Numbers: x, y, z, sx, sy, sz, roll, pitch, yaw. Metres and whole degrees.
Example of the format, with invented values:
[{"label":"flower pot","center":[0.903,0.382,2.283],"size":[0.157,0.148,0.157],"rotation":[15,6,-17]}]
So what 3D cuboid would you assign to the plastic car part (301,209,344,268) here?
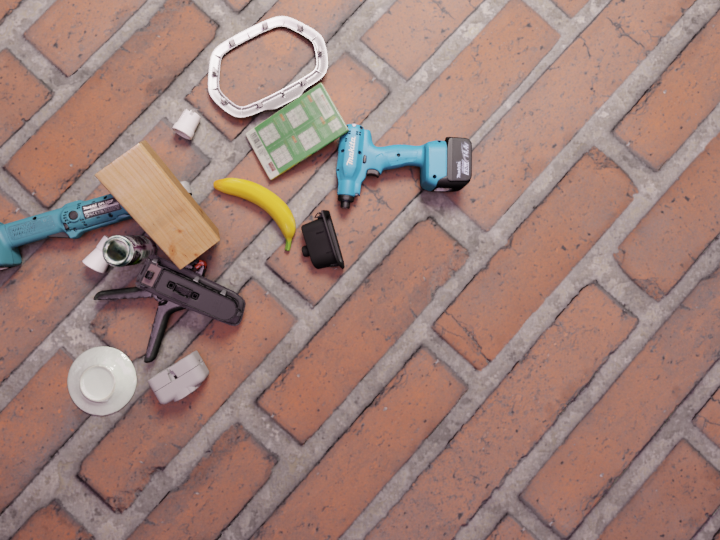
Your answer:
[{"label":"plastic car part","center":[-0.079,-0.052,0.806],"size":[0.072,0.065,0.116],"rotation":[-13,92,11]}]

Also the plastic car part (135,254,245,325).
[{"label":"plastic car part","center":[-0.301,0.040,0.764],"size":[0.198,0.068,0.066],"rotation":[26,79,-13]}]

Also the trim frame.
[{"label":"trim frame","center":[-0.183,-0.400,0.827],"size":[0.247,0.027,0.186],"rotation":[-28,82,-4]}]

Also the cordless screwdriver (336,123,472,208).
[{"label":"cordless screwdriver","center":[0.077,-0.187,0.807],"size":[0.250,0.074,0.159],"rotation":[6,88,3]}]

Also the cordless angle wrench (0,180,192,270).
[{"label":"cordless angle wrench","center":[-0.526,-0.098,0.792],"size":[0.420,0.075,0.098],"rotation":[-18,90,-5]}]
